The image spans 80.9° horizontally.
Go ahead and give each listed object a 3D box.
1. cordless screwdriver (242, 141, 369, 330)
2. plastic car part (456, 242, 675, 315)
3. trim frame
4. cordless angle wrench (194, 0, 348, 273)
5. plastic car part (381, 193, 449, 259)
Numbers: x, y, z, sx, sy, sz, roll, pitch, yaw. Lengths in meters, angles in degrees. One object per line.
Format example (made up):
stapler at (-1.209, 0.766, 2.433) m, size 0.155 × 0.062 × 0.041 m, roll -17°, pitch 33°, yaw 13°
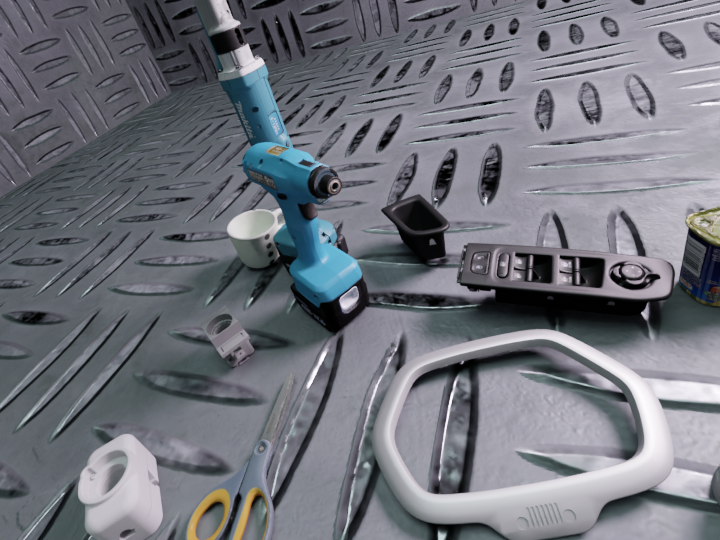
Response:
cordless screwdriver at (-0.050, -0.033, 0.512) m, size 0.073 × 0.238 × 0.168 m, roll -36°, pitch 38°, yaw -23°
plastic car part at (0.217, 0.015, 0.467) m, size 0.212 × 0.064 × 0.066 m, roll 2°, pitch 41°, yaw 28°
trim frame at (0.131, 0.137, 0.386) m, size 0.251 × 0.026 × 0.190 m, roll -16°, pitch 37°, yaw 7°
cordless angle wrench at (-0.121, -0.167, 0.576) m, size 0.103 × 0.405 × 0.074 m, roll 10°, pitch 44°, yaw 35°
plastic car part at (0.086, -0.054, 0.615) m, size 0.066 × 0.068 × 0.122 m, roll -23°, pitch 36°, yaw -4°
